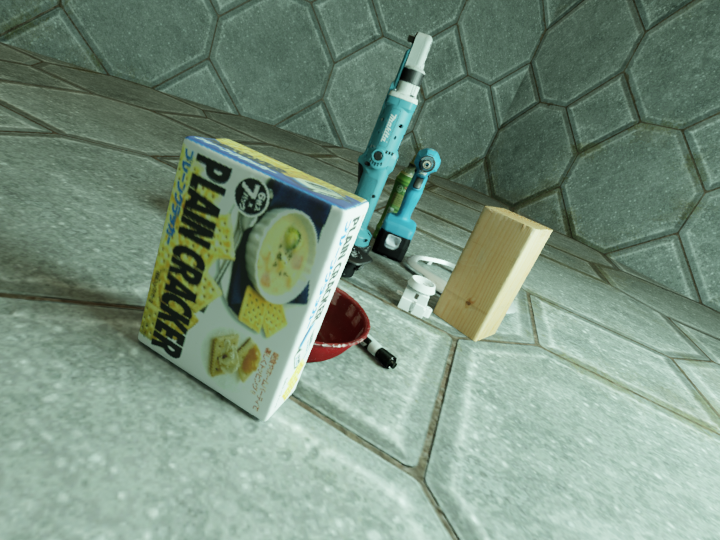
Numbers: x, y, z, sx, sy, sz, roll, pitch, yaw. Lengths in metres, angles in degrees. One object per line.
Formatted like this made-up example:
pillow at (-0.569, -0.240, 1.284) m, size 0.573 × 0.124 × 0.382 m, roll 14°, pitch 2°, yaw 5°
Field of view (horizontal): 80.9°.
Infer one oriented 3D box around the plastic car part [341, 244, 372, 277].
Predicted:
plastic car part at (-0.076, -0.049, 0.772) m, size 0.212 × 0.066 × 0.064 m, roll 30°, pitch 22°, yaw 24°

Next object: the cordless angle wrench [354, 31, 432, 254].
cordless angle wrench at (0.035, -0.209, 0.771) m, size 0.100 × 0.419 × 0.073 m, roll 26°, pitch 20°, yaw 10°

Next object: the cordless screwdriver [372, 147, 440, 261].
cordless screwdriver at (0.103, -0.140, 0.908) m, size 0.075 × 0.247 × 0.159 m, roll 23°, pitch 20°, yaw 2°

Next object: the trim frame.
trim frame at (0.211, 0.026, 0.904) m, size 0.262 × 0.027 × 0.176 m, roll 34°, pitch 24°, yaw 32°
